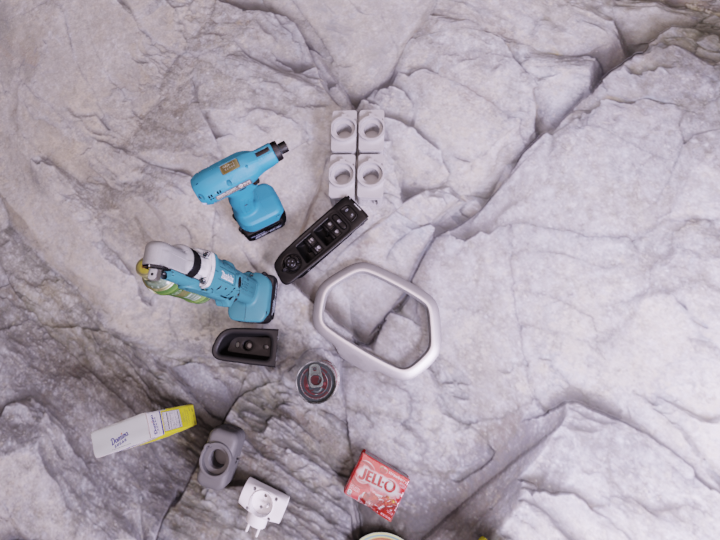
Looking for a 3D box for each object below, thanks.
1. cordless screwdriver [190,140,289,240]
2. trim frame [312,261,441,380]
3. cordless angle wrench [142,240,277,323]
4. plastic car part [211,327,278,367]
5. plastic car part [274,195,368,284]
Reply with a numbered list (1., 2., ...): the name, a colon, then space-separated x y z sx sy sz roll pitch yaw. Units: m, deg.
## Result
1. cordless screwdriver: -0.182 -0.140 0.752 0.159 0.244 0.076 -28 80 -3
2. trim frame: 0.029 0.092 0.782 0.254 0.027 0.184 27 81 12
3. cordless angle wrench: -0.205 0.018 0.628 0.075 0.414 0.099 4 79 2
4. plastic car part: -0.205 0.138 0.776 0.118 0.069 0.067 3 78 6
5. plastic car part: -0.079 -0.052 0.810 0.202 0.065 0.068 -40 78 -4
